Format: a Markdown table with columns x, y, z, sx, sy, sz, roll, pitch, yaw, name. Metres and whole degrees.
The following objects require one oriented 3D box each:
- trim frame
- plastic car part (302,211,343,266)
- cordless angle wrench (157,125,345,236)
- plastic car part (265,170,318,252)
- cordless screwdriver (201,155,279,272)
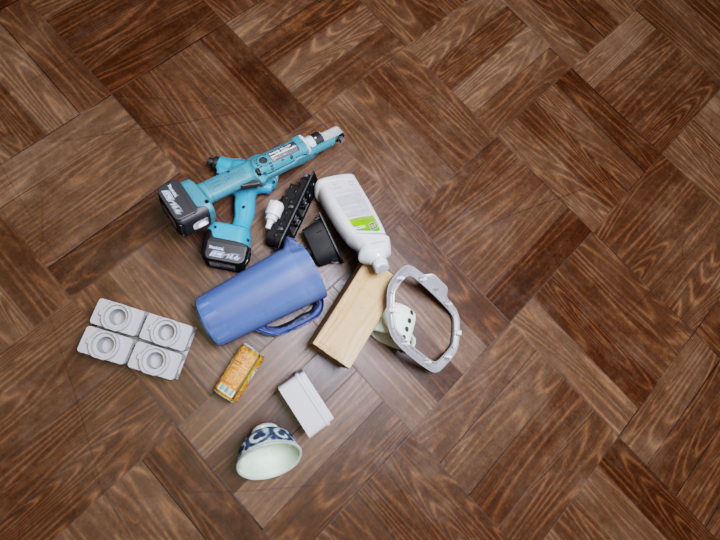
| x | y | z | sx | sy | sz | roll | pitch | yaw | name |
| --- | --- | --- | --- | --- | --- | --- | --- | --- | --- |
| 0.136 | 0.098 | 0.872 | 0.238 | 0.028 | 0.185 | 40 | 57 | -25 | trim frame |
| -0.090 | -0.059 | 0.925 | 0.071 | 0.065 | 0.118 | -22 | 84 | 1 | plastic car part |
| -0.206 | -0.213 | 0.884 | 0.416 | 0.074 | 0.100 | -33 | 78 | -22 | cordless angle wrench |
| -0.155 | -0.126 | 0.928 | 0.068 | 0.065 | 0.204 | 17 | 74 | 4 | plastic car part |
| -0.282 | -0.129 | 0.908 | 0.158 | 0.074 | 0.252 | 15 | 70 | -5 | cordless screwdriver |
